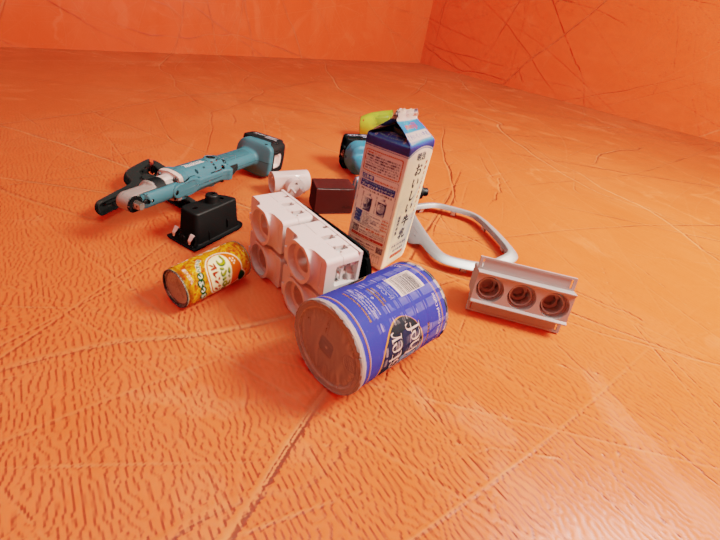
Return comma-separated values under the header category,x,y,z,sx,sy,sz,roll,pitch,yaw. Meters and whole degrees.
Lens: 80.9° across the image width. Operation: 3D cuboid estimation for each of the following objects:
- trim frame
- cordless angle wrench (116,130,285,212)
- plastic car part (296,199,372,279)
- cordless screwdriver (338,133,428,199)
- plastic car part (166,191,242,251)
category,x,y,z,sx,sy,sz,roll,pitch,yaw
trim frame,0.169,-0.066,0.764,0.181,0.027,0.259,0,35,-13
cordless angle wrench,-0.277,-0.184,0.781,0.100,0.073,0.419,20,30,11
plastic car part,-0.064,-0.042,0.655,0.066,0.063,0.215,-33,47,-14
cordless screwdriver,0.041,-0.227,0.949,0.156,0.073,0.259,0,37,-14
plastic car part,-0.243,-0.089,0.676,0.069,0.069,0.114,25,39,22
